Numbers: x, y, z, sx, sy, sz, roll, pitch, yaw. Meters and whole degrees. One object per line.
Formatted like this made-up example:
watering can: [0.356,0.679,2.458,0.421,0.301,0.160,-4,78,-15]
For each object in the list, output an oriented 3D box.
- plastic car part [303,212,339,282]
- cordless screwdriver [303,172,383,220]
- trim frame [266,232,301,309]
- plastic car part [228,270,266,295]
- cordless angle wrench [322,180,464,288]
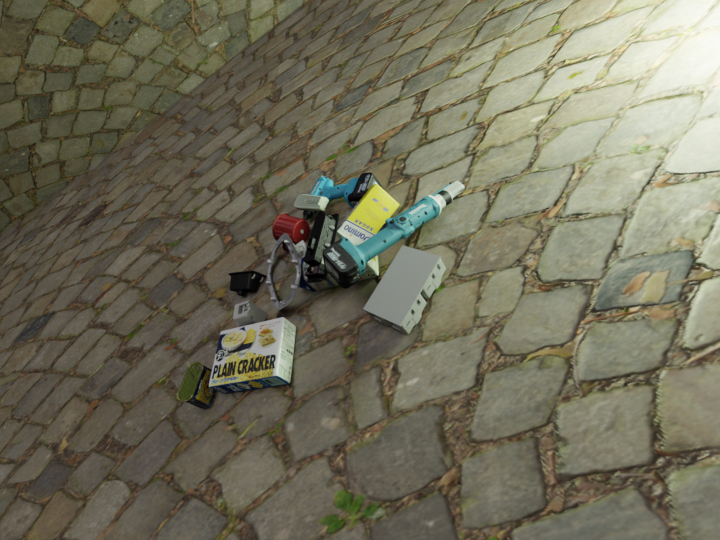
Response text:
plastic car part: [-0.108,-0.071,1.106,0.069,0.064,0.206,-17,48,45]
cordless screwdriver: [-0.065,-0.219,1.289,0.262,0.070,0.160,7,62,40]
trim frame: [-0.223,-0.001,1.203,0.184,0.026,0.261,-58,35,24]
plastic car part: [-0.356,0.042,1.297,0.121,0.062,0.072,-8,67,32]
cordless angle wrench: [0.100,-0.110,1.046,0.417,0.071,0.103,-34,58,-17]
